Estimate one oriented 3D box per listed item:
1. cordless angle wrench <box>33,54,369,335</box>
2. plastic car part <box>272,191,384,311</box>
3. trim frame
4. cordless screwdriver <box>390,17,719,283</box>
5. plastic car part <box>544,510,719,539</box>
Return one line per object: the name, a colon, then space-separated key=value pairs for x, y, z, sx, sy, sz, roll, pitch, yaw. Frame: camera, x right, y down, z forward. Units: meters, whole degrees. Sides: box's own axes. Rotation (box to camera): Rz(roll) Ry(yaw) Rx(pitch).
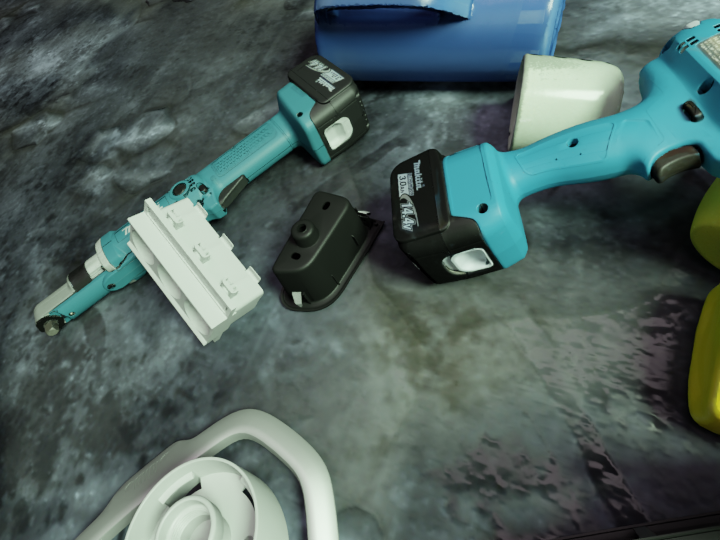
cordless angle wrench: x=-0.183 y=-0.074 z=0.469 sx=0.422 sy=0.071 sz=0.103 roll=-38 pitch=56 yaw=-3
plastic car part: x=-0.037 y=-0.025 z=0.383 sx=0.069 sy=0.067 sz=0.116 roll=18 pitch=64 yaw=28
trim frame: x=-0.123 y=0.215 z=0.293 sx=0.248 sy=0.026 sz=0.194 roll=-41 pitch=56 yaw=-5
cordless screwdriver: x=0.149 y=-0.054 z=0.290 sx=0.255 sy=0.070 sz=0.164 roll=-22 pitch=52 yaw=26
plastic car part: x=0.162 y=0.155 z=0.207 sx=0.205 sy=0.064 sz=0.068 roll=-14 pitch=37 yaw=7
